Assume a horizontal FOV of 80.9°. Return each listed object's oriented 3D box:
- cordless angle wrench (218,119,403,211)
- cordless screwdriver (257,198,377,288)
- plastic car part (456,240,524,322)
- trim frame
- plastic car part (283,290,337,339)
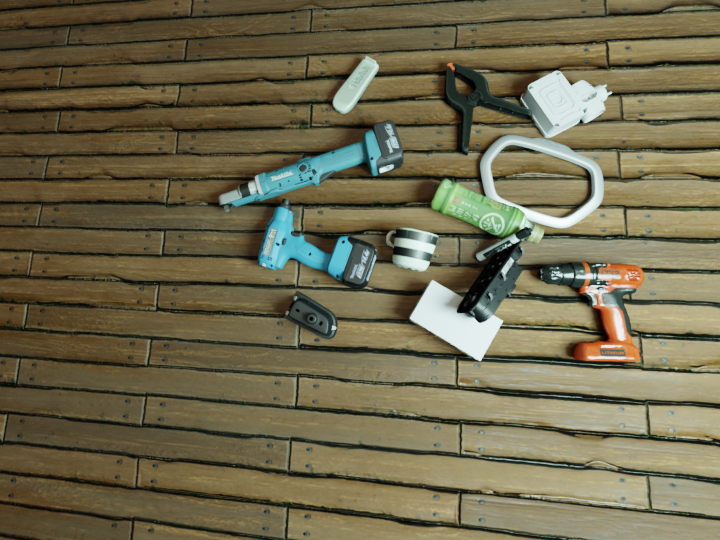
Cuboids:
[{"bbox_3d":[-0.120,-0.217,0.940,0.427,0.072,0.100,-16,79,7],"label":"cordless angle wrench"},{"bbox_3d":[-0.088,-0.058,0.904,0.255,0.072,0.160,14,82,14],"label":"cordless screwdriver"},{"bbox_3d":[0.254,0.028,0.806,0.200,0.068,0.066,-42,99,-29],"label":"plastic car part"},{"bbox_3d":[0.375,-0.191,0.883,0.255,0.027,0.184,21,85,13],"label":"trim frame"},{"bbox_3d":[-0.103,0.097,0.878,0.120,0.069,0.066,27,86,13],"label":"plastic car part"}]
